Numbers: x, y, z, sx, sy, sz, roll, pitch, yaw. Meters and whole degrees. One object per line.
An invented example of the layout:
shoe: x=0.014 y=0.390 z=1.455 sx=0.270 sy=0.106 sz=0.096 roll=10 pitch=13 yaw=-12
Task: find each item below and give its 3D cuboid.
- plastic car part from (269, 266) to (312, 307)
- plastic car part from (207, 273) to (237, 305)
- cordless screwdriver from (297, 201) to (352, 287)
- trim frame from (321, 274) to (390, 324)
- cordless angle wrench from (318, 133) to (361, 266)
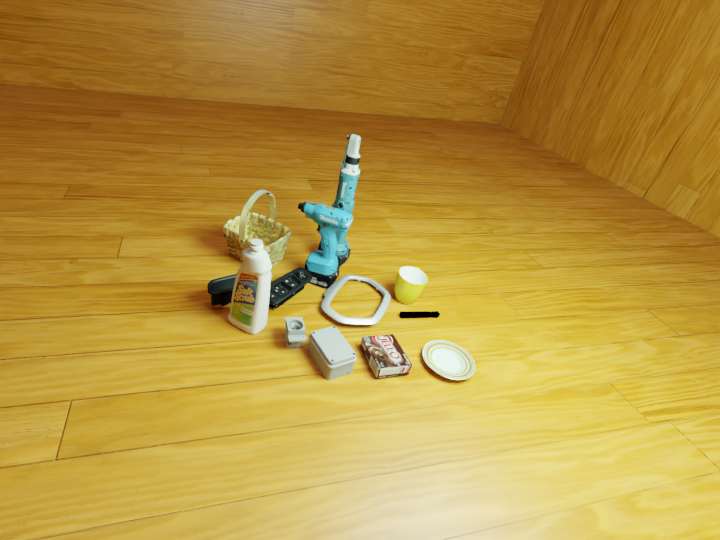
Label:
plastic car part: x=-0.204 y=0.053 z=1.177 sx=0.069 sy=0.066 sz=0.199 roll=24 pitch=35 yaw=19
plastic car part: x=-0.355 y=0.059 z=1.127 sx=0.112 sy=0.069 sz=0.070 roll=-15 pitch=41 yaw=-34
cordless screwdriver: x=-0.121 y=-0.079 z=1.237 sx=0.164 sy=0.244 sz=0.074 roll=21 pitch=33 yaw=13
trim frame: x=-0.013 y=0.082 z=1.218 sx=0.189 sy=0.027 sz=0.247 roll=18 pitch=34 yaw=13
cordless angle wrench: x=-0.051 y=-0.207 z=1.293 sx=0.101 sy=0.415 sz=0.073 roll=24 pitch=33 yaw=17
